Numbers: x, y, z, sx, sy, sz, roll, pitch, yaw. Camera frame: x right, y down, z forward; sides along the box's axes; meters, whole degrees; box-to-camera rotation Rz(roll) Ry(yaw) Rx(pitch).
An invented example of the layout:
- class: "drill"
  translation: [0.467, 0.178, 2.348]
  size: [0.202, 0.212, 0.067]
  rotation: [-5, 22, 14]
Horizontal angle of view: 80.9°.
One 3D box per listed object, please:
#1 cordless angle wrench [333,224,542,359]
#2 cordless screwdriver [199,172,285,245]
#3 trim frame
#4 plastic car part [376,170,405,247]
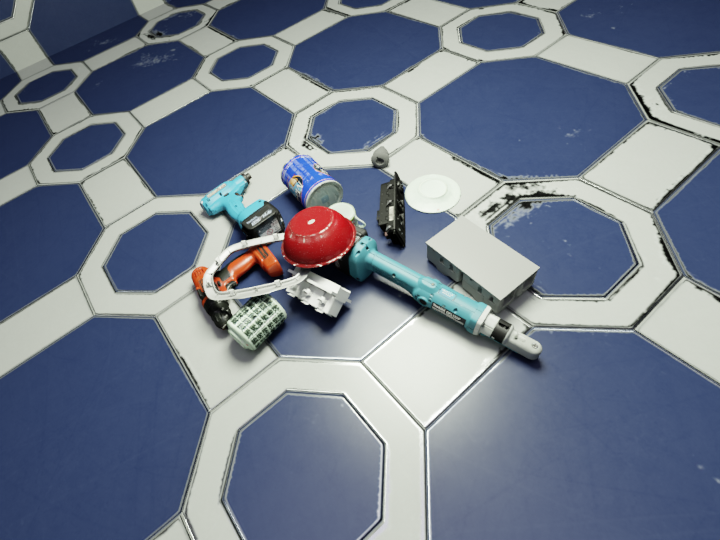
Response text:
- class: "cordless angle wrench"
  translation: [0.132, 0.043, 0.813]
  size: [0.443, 0.094, 0.074]
  rotation: [29, 60, 26]
- class: "cordless screwdriver"
  translation: [-0.286, -0.166, 1.080]
  size: [0.263, 0.071, 0.158]
  rotation: [32, 65, 35]
- class: "trim frame"
  translation: [-0.215, -0.011, 0.886]
  size: [0.251, 0.026, 0.191]
  rotation: [-11, 45, 6]
- class: "plastic car part"
  translation: [0.074, -0.145, 0.992]
  size: [0.069, 0.063, 0.207]
  rotation: [-17, 48, 31]
